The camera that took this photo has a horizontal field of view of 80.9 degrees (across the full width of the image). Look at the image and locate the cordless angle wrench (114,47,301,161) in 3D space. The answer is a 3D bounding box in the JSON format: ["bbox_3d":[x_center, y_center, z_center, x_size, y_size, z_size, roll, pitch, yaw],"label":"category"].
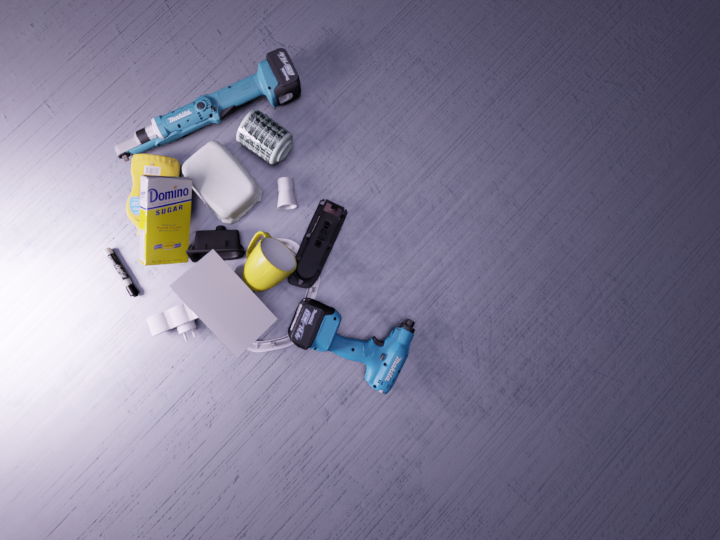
[{"bbox_3d":[-0.336,-0.346,0.917,0.422,0.074,0.099,-25,87,-1],"label":"cordless angle wrench"}]

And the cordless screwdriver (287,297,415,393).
[{"bbox_3d":[-0.014,0.128,0.862,0.245,0.075,0.159,29,84,-8],"label":"cordless screwdriver"}]

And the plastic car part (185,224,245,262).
[{"bbox_3d":[-0.303,-0.060,0.895,0.115,0.065,0.072,-6,72,-7],"label":"plastic car part"}]

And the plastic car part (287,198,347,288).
[{"bbox_3d":[-0.086,-0.056,0.881,0.065,0.068,0.203,26,78,-13],"label":"plastic car part"}]

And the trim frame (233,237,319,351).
[{"bbox_3d":[-0.191,0.051,0.898,0.185,0.027,0.249,20,86,2],"label":"trim frame"}]
